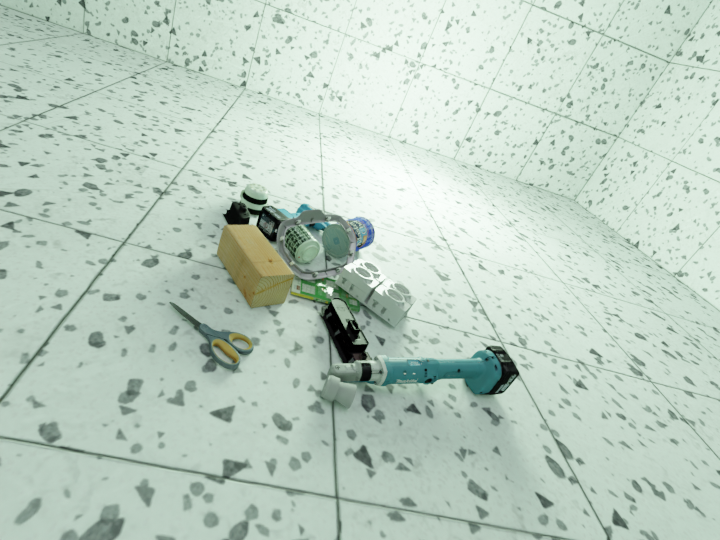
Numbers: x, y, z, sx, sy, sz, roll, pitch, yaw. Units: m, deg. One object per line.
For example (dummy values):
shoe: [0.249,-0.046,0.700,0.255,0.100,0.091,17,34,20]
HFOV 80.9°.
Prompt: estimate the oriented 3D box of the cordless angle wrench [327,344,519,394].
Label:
cordless angle wrench: [0.131,0.209,0.880,0.409,0.097,0.078,5,37,-21]

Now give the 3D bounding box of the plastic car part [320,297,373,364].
plastic car part: [-0.032,0.131,0.934,0.064,0.066,0.214,-3,34,-27]

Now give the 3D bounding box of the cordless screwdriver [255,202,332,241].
cordless screwdriver: [-0.184,-0.139,1.276,0.166,0.074,0.240,35,28,22]

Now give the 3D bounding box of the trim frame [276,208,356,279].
trim frame: [-0.109,-0.071,1.116,0.239,0.028,0.187,-10,78,-32]

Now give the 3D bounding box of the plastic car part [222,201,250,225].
plastic car part: [-0.341,-0.155,1.201,0.063,0.070,0.123,0,33,-34]
